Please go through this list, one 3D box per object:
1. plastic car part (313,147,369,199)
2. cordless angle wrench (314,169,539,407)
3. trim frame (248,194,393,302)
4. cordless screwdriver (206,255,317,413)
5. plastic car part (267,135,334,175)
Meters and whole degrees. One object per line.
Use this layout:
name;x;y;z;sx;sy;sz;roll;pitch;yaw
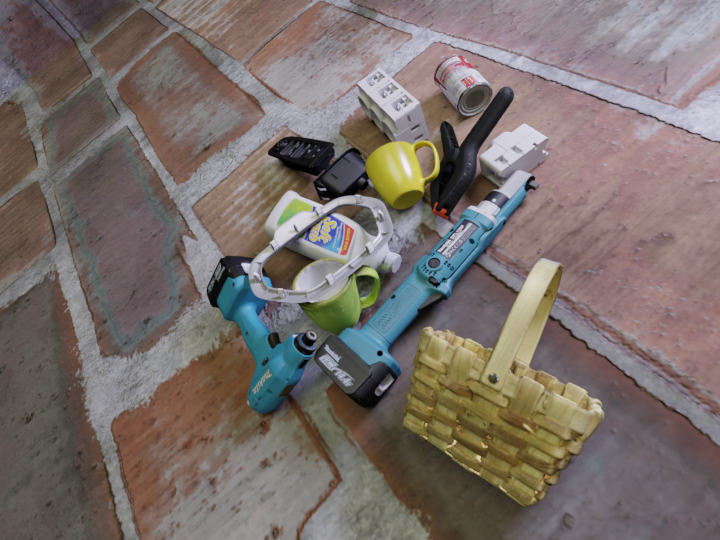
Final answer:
plastic car part;-0.021;-0.171;0.789;0.116;0.063;0.074;-43;69;-8
cordless angle wrench;0.111;0.005;0.613;0.421;0.070;0.103;-47;55;-9
trim frame;-0.063;-0.041;0.649;0.246;0.026;0.195;-40;42;-15
cordless screwdriver;-0.155;0.072;0.660;0.159;0.070;0.262;-54;50;26
plastic car part;-0.116;-0.229;0.845;0.215;0.063;0.066;31;82;46
